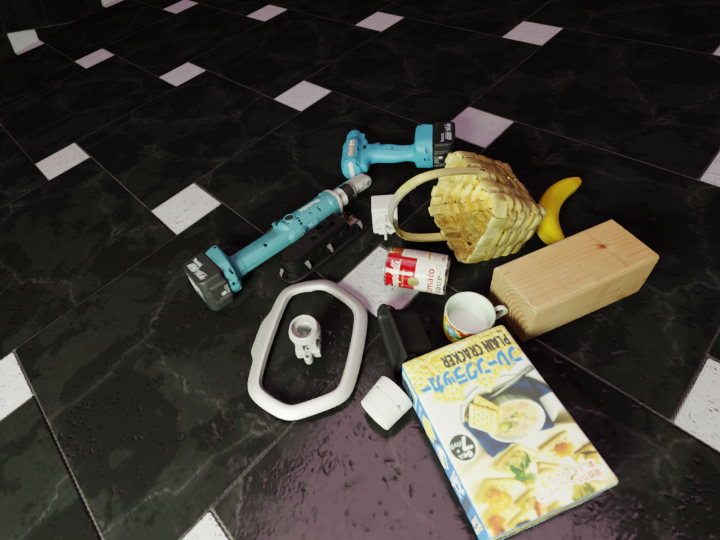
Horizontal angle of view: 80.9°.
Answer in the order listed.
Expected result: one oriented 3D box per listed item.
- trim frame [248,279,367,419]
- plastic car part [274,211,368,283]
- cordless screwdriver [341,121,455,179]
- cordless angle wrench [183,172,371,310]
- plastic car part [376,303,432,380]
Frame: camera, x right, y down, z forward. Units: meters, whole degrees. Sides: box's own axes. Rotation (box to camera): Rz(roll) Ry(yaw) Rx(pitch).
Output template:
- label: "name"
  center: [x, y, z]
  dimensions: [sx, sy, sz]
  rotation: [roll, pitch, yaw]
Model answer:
- label: "trim frame"
  center: [-0.086, 0.116, 0.682]
  dimensions: [0.189, 0.026, 0.253]
  rotation: [4, 54, 13]
- label: "plastic car part"
  center: [-0.078, -0.051, 0.797]
  dimensions: [0.070, 0.064, 0.201]
  rotation: [36, 68, 30]
- label: "cordless screwdriver"
  center: [0.083, -0.281, 0.947]
  dimensions: [0.254, 0.071, 0.163]
  rotation: [-4, 50, 13]
- label: "cordless angle wrench"
  center: [-0.136, -0.083, 0.828]
  dimensions: [0.417, 0.071, 0.104]
  rotation: [-37, 46, -22]
- label: "plastic car part"
  center: [0.073, 0.098, 0.650]
  dimensions: [0.070, 0.064, 0.121]
  rotation: [-2, 46, -12]
